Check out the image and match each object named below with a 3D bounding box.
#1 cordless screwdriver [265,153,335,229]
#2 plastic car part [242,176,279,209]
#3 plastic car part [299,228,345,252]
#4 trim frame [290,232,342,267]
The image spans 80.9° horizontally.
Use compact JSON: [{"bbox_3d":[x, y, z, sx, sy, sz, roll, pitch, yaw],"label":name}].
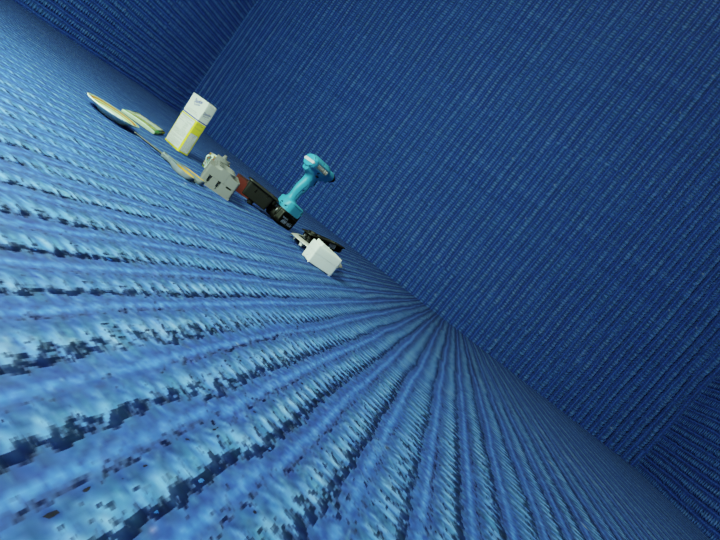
[{"bbox_3d":[-0.187,-0.251,1.392,0.078,0.249,0.151,41,6,31],"label":"cordless screwdriver"},{"bbox_3d":[-0.322,-0.233,1.322,0.112,0.071,0.069,35,5,-25],"label":"plastic car part"},{"bbox_3d":[-0.129,-0.084,1.314,0.070,0.067,0.193,40,5,28],"label":"plastic car part"},{"bbox_3d":[-0.135,-0.062,1.292,0.187,0.027,0.244,38,5,6],"label":"trim frame"}]
